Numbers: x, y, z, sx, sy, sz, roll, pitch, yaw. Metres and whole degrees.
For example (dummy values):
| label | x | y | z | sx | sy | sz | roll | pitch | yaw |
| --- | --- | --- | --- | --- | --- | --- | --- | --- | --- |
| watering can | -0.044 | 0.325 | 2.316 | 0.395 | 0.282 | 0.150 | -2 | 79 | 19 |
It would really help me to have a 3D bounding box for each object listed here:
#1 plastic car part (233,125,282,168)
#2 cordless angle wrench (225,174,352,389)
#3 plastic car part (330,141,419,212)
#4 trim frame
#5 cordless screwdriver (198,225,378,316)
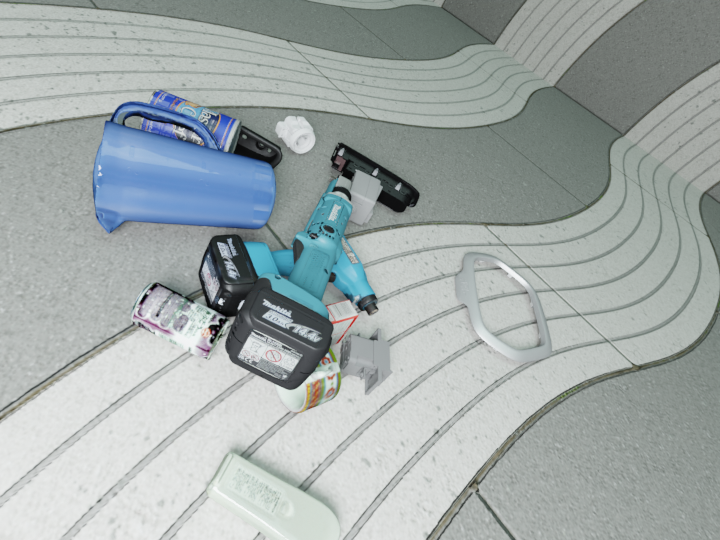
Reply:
| label | x | y | z | sx | sy | sz | roll | pitch | yaw |
| --- | --- | --- | --- | --- | --- | --- | --- | --- | --- |
| plastic car part | -0.202 | -0.237 | 0.804 | 0.114 | 0.066 | 0.072 | 25 | 28 | -10 |
| cordless angle wrench | -0.057 | -0.037 | 0.578 | 0.097 | 0.074 | 0.429 | 26 | 34 | -8 |
| plastic car part | 0.026 | -0.180 | 0.861 | 0.203 | 0.066 | 0.067 | 28 | 52 | -1 |
| trim frame | 0.260 | 0.060 | 0.777 | 0.181 | 0.027 | 0.254 | 20 | 45 | -10 |
| cordless screwdriver | -0.092 | 0.014 | 0.604 | 0.238 | 0.074 | 0.166 | -9 | 55 | -39 |
